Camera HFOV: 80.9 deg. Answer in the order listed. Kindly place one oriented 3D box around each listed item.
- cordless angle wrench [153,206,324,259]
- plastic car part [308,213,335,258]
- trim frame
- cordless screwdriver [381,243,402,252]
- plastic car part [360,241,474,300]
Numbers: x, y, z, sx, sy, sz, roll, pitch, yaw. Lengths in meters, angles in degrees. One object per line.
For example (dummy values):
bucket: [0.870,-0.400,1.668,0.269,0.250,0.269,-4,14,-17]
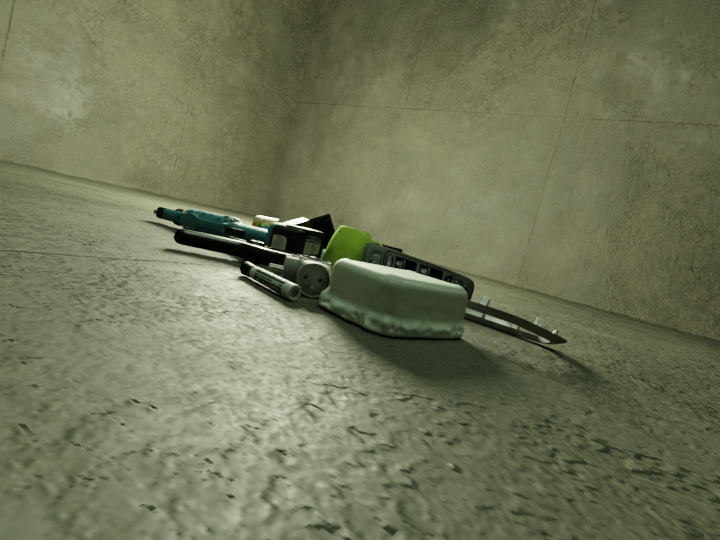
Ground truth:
cordless angle wrench: [-0.275,-0.086,0.874,0.443,0.074,0.093,15,4,29]
plastic car part: [-0.093,-0.061,0.949,0.064,0.116,0.074,-19,6,-32]
trim frame: [0.160,0.055,0.610,0.262,0.027,0.174,16,-10,37]
cordless screwdriver: [0.018,-0.034,1.081,0.160,0.074,0.248,14,1,-1]
plastic car part: [0.096,0.019,0.744,0.205,0.065,0.067,16,47,4]
